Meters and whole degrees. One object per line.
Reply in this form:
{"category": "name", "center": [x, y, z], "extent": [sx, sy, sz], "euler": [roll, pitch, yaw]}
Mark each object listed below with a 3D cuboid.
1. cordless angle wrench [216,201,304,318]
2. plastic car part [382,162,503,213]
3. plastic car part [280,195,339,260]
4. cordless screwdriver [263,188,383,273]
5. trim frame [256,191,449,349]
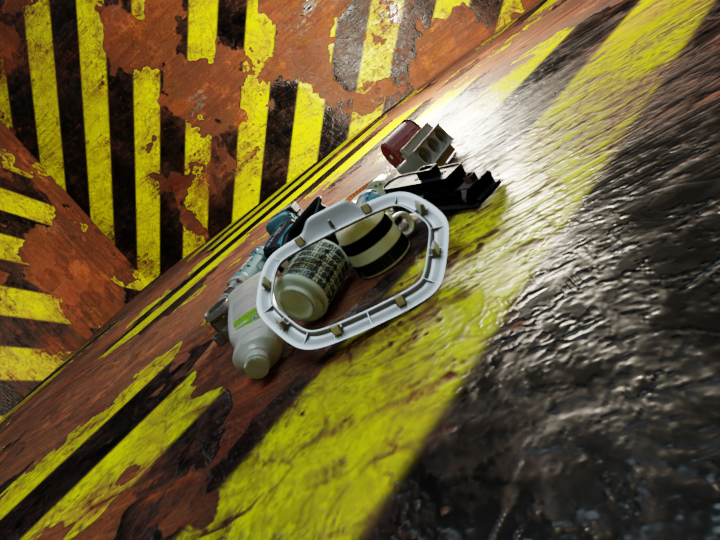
{"category": "cordless angle wrench", "center": [-0.238, -0.026, 1.004], "extent": [0.100, 0.072, 0.425], "euler": [-26, 24, 32]}
{"category": "plastic car part", "center": [0.098, -0.120, 0.624], "extent": [0.066, 0.065, 0.211], "euler": [-51, 23, -20]}
{"category": "plastic car part", "center": [-0.068, -0.053, 0.653], "extent": [0.118, 0.068, 0.068], "euler": [-39, 35, 38]}
{"category": "cordless screwdriver", "center": [-0.075, -0.049, 0.763], "extent": [0.258, 0.071, 0.160], "euler": [-16, 37, 39]}
{"category": "trim frame", "center": [-0.016, -0.010, 0.499], "extent": [0.251, 0.026, 0.193], "euler": [-27, 48, 9]}
